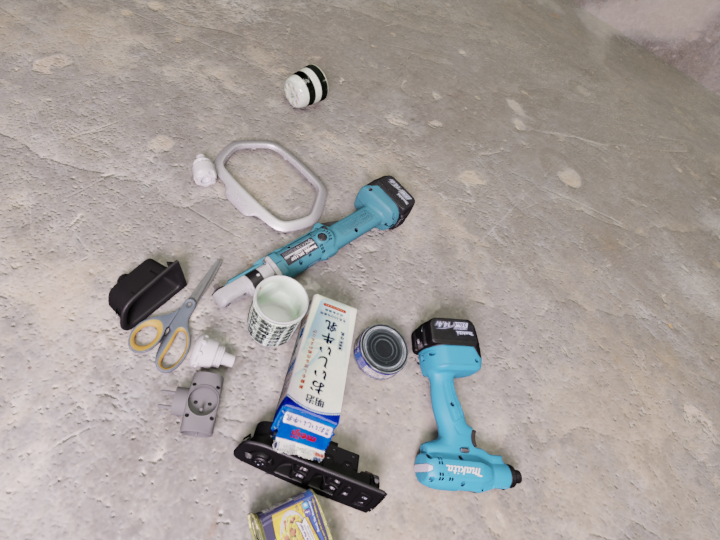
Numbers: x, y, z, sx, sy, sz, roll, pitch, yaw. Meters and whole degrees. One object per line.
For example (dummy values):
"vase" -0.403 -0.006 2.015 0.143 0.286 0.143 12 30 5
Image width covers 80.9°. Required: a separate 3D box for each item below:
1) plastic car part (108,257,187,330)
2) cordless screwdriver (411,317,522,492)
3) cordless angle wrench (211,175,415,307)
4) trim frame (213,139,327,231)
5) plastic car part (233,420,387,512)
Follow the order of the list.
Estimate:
"plastic car part" -0.335 0.025 0.644 0.074 0.064 0.115 32 56 21
"cordless screwdriver" 0.162 0.205 0.664 0.156 0.074 0.255 9 59 -12
"cordless angle wrench" -0.075 -0.049 0.763 0.414 0.074 0.101 -34 74 -29
"trim frame" -0.178 -0.174 0.839 0.254 0.027 0.181 43 55 11
"plastic car part" -0.067 0.254 0.567 0.201 0.066 0.068 19 45 -5
